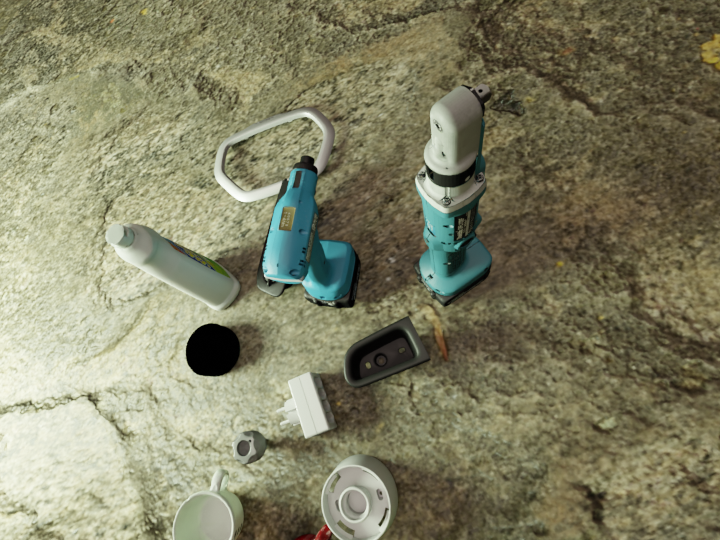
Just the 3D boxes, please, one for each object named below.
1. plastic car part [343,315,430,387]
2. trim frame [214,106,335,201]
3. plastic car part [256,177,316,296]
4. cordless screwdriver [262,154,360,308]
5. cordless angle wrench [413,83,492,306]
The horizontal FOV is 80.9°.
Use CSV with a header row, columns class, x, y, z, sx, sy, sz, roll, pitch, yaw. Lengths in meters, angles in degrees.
class,x,y,z,sx,sy,sz,roll,pitch,yaw
plastic car part,0.033,0.124,0.607,0.117,0.068,0.068,-26,68,6
trim frame,-0.166,-0.226,0.810,0.251,0.026,0.190,-20,67,9
plastic car part,-0.123,-0.053,0.717,0.068,0.064,0.204,10,75,17
cordless screwdriver,-0.058,-0.038,0.597,0.076,0.239,0.161,5,74,14
cordless angle wrench,0.100,-0.051,0.463,0.098,0.406,0.077,-35,70,0
